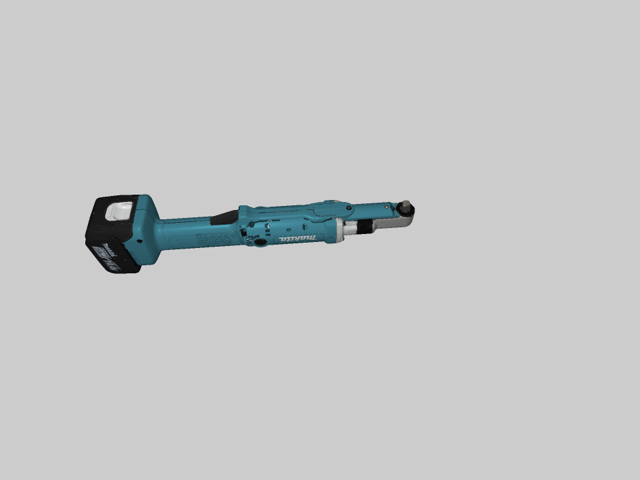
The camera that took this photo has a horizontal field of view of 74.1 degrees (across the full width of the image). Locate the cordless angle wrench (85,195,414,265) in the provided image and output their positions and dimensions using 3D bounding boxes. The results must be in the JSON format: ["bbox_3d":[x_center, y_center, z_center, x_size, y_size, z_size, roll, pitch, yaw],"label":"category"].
[{"bbox_3d":[-0.083,-0.019,0.576,0.423,0.074,0.098,-4,-35,-2],"label":"cordless angle wrench"}]
